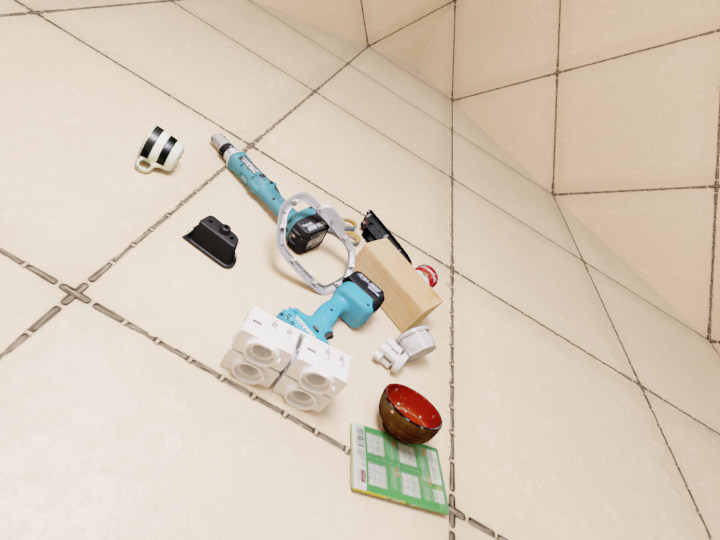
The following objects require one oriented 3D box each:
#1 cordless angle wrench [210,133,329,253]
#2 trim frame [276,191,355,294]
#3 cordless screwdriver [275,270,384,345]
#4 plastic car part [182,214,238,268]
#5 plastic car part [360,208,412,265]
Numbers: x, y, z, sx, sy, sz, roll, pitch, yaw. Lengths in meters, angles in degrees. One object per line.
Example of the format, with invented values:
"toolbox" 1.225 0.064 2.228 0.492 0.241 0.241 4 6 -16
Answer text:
"cordless angle wrench" -0.250 -0.215 1.059 0.439 0.074 0.095 45 43 20
"trim frame" -0.091 -0.060 0.935 0.238 0.029 0.185 47 52 -25
"cordless screwdriver" -0.038 0.105 0.842 0.164 0.074 0.241 43 40 16
"plastic car part" -0.287 -0.067 0.852 0.118 0.071 0.065 35 36 6
"plastic car part" 0.061 -0.071 1.139 0.065 0.066 0.211 -22 62 -39
